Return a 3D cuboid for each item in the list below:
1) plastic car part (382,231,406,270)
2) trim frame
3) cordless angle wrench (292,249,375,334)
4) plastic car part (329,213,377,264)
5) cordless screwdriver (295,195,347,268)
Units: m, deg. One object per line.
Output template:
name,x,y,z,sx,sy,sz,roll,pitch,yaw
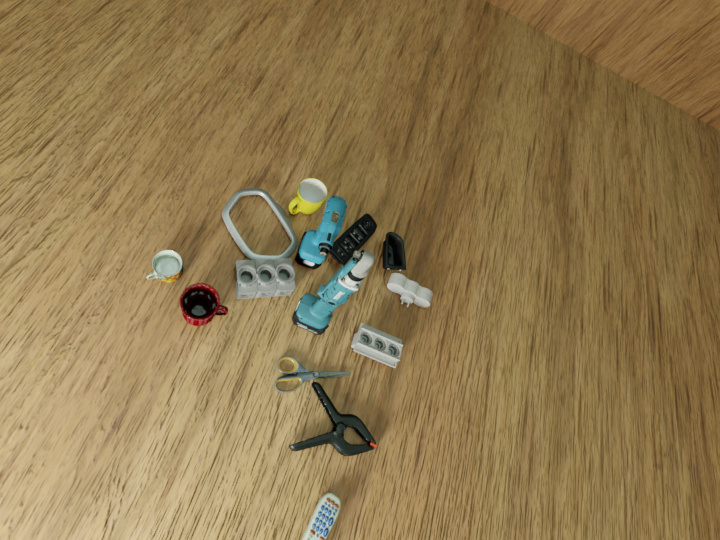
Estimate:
plastic car part,0.091,-0.049,1.266,0.064,0.071,0.119,8,64,-18
trim frame,-0.284,-0.130,1.207,0.180,0.027,0.254,-30,77,-28
cordless angle wrench,-0.060,0.052,0.963,0.096,0.425,0.075,27,61,-10
plastic car part,-0.022,-0.090,1.251,0.067,0.067,0.201,42,60,1
cordless screwdriver,-0.108,-0.071,1.108,0.073,0.250,0.162,20,62,-14
